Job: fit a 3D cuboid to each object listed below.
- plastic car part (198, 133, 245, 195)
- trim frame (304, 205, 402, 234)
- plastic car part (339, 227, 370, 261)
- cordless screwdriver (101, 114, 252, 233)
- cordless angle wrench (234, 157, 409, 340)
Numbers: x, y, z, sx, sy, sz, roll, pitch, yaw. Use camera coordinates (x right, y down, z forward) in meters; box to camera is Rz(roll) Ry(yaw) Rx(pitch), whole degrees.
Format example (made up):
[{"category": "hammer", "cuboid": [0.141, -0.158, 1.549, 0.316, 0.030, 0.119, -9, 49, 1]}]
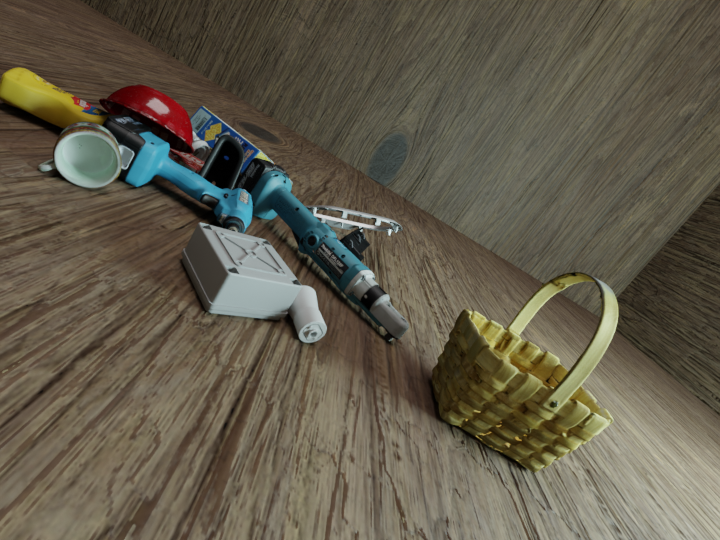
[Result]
[{"category": "plastic car part", "cuboid": [-0.257, -0.185, 0.777, 0.063, 0.117, 0.073, 26, -6, -22]}, {"category": "trim frame", "cuboid": [-0.023, -0.112, 0.959, 0.242, 0.027, 0.189, 9, -1, -16]}, {"category": "plastic car part", "cuboid": [-0.017, -0.049, 0.876, 0.067, 0.066, 0.202, 42, 16, -4]}, {"category": "cordless screwdriver", "cuboid": [-0.277, -0.134, 0.641, 0.240, 0.074, 0.165, 30, 15, -20]}, {"category": "cordless angle wrench", "cuboid": [-0.071, -0.047, 0.730, 0.444, 0.098, 0.071, 45, 17, 29]}]
